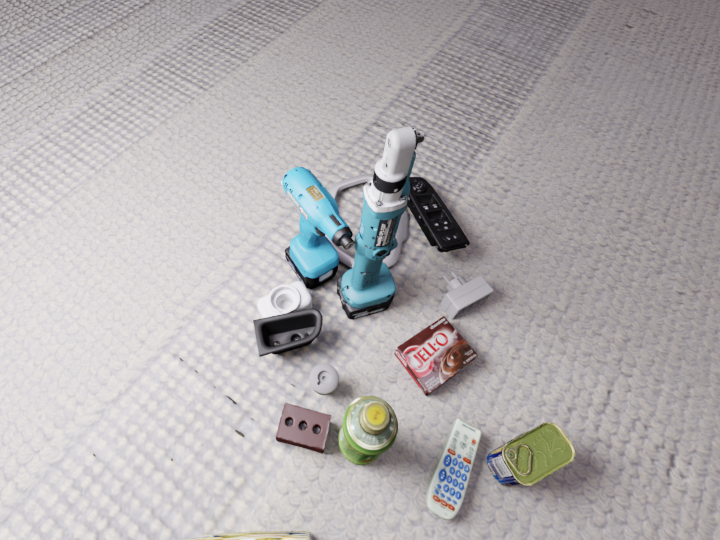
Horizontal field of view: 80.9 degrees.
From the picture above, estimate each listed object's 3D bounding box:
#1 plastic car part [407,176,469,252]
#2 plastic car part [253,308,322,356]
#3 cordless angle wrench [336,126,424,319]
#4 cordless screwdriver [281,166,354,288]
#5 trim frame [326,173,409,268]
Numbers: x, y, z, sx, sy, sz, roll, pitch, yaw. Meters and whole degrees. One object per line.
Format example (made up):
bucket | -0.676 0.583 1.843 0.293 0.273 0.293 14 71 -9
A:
plastic car part | 0.145 -0.115 0.879 0.065 0.065 0.211 -15 60 -12
plastic car part | -0.121 0.113 0.734 0.115 0.069 0.068 -12 61 -9
cordless angle wrench | 0.024 -0.047 0.633 0.096 0.413 0.077 -13 63 -13
cordless screwdriver | -0.071 -0.047 0.731 0.073 0.243 0.166 -29 66 -20
trim frame | 0.012 -0.107 0.895 0.185 0.027 0.254 5 59 2
